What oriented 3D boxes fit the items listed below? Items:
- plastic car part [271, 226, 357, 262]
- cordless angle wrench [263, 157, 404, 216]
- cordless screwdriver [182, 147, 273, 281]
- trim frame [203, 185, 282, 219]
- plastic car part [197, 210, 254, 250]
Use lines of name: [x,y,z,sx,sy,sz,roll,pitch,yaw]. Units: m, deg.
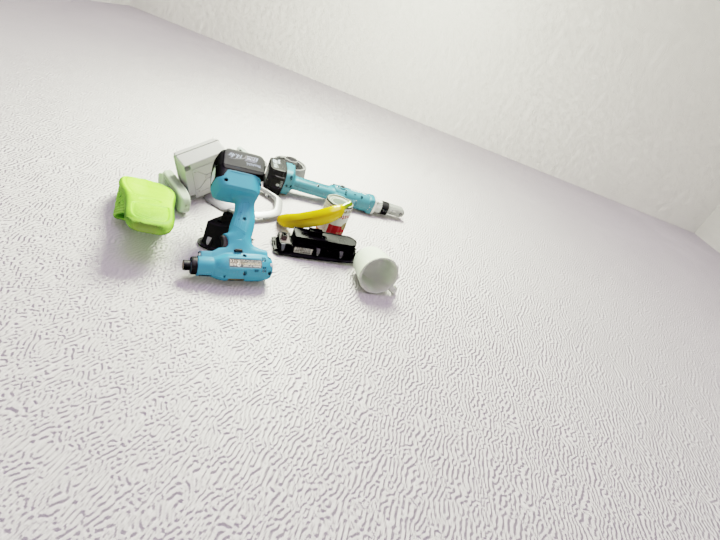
plastic car part: [-0.092,-0.060,0.940,0.196,0.066,0.069,12,24,-21]
cordless angle wrench: [-0.063,-0.217,1.204,0.410,0.074,0.102,14,31,-17]
cordless screwdriver: [-0.250,-0.103,0.792,0.153,0.076,0.254,3,71,-29]
trim frame: [-0.306,-0.192,1.055,0.255,0.027,0.181,30,30,13]
plastic car part: [-0.271,-0.088,0.861,0.068,0.070,0.113,30,28,17]
